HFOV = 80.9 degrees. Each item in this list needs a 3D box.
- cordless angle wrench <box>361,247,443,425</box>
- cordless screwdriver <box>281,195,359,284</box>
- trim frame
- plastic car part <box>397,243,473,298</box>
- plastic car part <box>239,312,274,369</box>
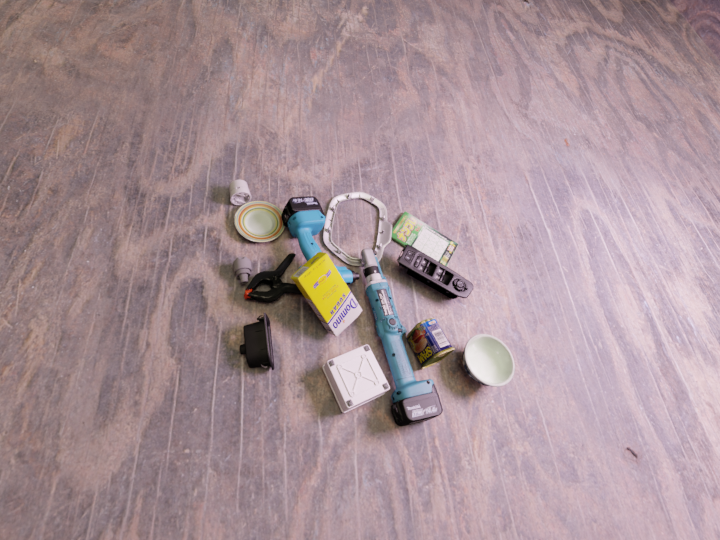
[{"bbox_3d":[0.069,0.131,0.990,0.095,0.073,0.438,-7,61,-18],"label":"cordless angle wrench"},{"bbox_3d":[-0.104,-0.068,1.065,0.153,0.074,0.258,-3,60,-28],"label":"cordless screwdriver"},{"bbox_3d":[-0.005,-0.122,1.160,0.183,0.027,0.253,14,56,-5],"label":"trim frame"},{"bbox_3d":[0.187,0.016,1.089,0.207,0.066,0.066,28,50,9],"label":"plastic car part"},{"bbox_3d":[-0.229,0.161,0.926,0.071,0.064,0.120,-8,64,-1],"label":"plastic car part"}]
